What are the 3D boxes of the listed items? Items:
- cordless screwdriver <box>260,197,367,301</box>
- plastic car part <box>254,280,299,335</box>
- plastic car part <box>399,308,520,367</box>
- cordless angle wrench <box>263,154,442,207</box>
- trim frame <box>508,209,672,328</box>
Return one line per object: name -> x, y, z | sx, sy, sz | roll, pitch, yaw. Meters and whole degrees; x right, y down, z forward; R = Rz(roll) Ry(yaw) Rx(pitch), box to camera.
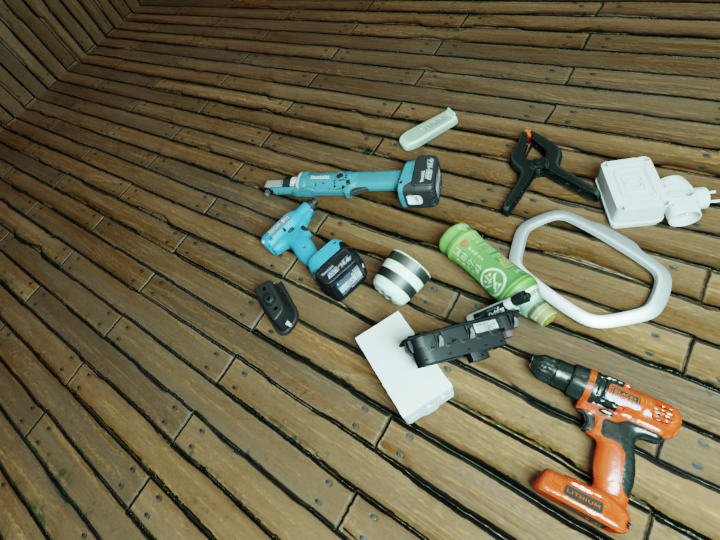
cordless screwdriver -> -0.087, -0.057, 0.890 | 0.158, 0.070, 0.263 | -46, 52, -12
plastic car part -> -0.173, 0.065, 0.845 | 0.066, 0.067, 0.123 | -36, 52, -4
plastic car part -> 0.155, 0.111, 0.656 | 0.198, 0.066, 0.068 | -6, 73, -16
cordless angle wrench -> -0.038, -0.197, 0.963 | 0.440, 0.070, 0.099 | 4, 60, 25
trim frame -> 0.376, -0.009, 0.714 | 0.183, 0.026, 0.262 | -41, 53, -6
